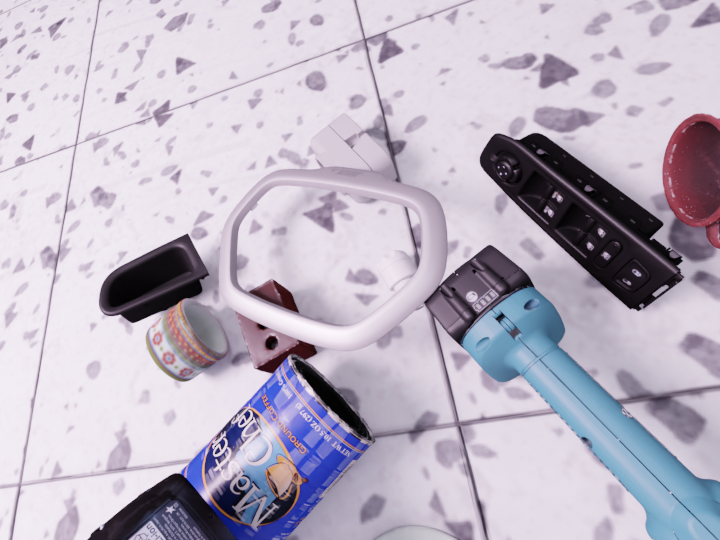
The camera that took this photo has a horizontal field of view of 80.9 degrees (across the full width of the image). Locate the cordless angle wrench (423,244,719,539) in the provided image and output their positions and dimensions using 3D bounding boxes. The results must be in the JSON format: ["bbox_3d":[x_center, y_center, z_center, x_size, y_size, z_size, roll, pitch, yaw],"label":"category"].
[{"bbox_3d":[0.201,0.153,0.238,0.074,0.092,0.446,-43,53,7],"label":"cordless angle wrench"}]

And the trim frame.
[{"bbox_3d":[-0.040,-0.026,0.409,0.261,0.026,0.185,13,73,31],"label":"trim frame"}]

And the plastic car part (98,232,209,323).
[{"bbox_3d":[-0.234,0.020,0.494,0.115,0.068,0.069,-30,62,-13],"label":"plastic car part"}]

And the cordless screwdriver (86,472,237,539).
[{"bbox_3d":[-0.141,0.267,0.299,0.165,0.072,0.248,42,126,17],"label":"cordless screwdriver"}]

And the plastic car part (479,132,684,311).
[{"bbox_3d":[0.198,-0.065,0.389,0.066,0.064,0.213,-35,62,-10],"label":"plastic car part"}]
